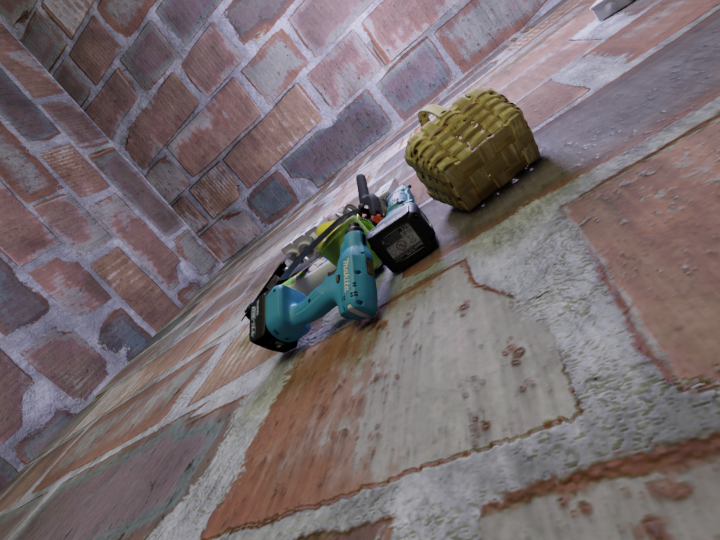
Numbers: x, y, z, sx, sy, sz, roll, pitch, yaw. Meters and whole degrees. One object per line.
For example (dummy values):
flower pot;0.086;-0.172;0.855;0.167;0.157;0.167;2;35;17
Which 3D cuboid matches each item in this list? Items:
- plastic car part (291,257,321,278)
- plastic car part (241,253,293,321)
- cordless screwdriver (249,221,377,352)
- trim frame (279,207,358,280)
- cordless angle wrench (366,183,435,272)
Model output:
plastic car part;-0.113;0.001;0.999;0.072;0.064;0.117;-19;18;18
plastic car part;-0.217;0.054;1.023;0.204;0.065;0.068;-47;15;19
cordless screwdriver;-0.079;0.033;0.694;0.255;0.070;0.164;-28;49;34
trim frame;-0.080;-0.052;0.818;0.185;0.027;0.246;-46;2;21
cordless angle wrench;0.082;-0.119;0.850;0.099;0.073;0.426;-35;14;17
